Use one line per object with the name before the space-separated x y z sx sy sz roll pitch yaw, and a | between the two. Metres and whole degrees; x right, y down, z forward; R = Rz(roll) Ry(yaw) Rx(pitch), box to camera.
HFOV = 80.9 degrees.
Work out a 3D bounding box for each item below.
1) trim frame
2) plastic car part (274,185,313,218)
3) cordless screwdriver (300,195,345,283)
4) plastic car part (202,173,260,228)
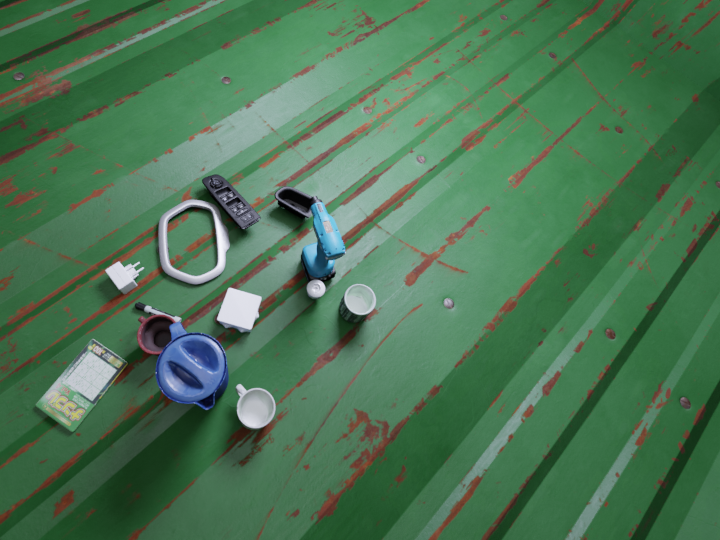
trim frame | -0.451 -0.081 1.147 0.181 0.027 0.255 -9 68 -12
plastic car part | -0.188 -0.188 1.206 0.117 0.070 0.066 27 66 2
cordless screwdriver | -0.105 -0.068 1.070 0.073 0.247 0.164 -15 73 -18
plastic car part | -0.365 -0.190 1.185 0.065 0.066 0.208 -37 77 -22
